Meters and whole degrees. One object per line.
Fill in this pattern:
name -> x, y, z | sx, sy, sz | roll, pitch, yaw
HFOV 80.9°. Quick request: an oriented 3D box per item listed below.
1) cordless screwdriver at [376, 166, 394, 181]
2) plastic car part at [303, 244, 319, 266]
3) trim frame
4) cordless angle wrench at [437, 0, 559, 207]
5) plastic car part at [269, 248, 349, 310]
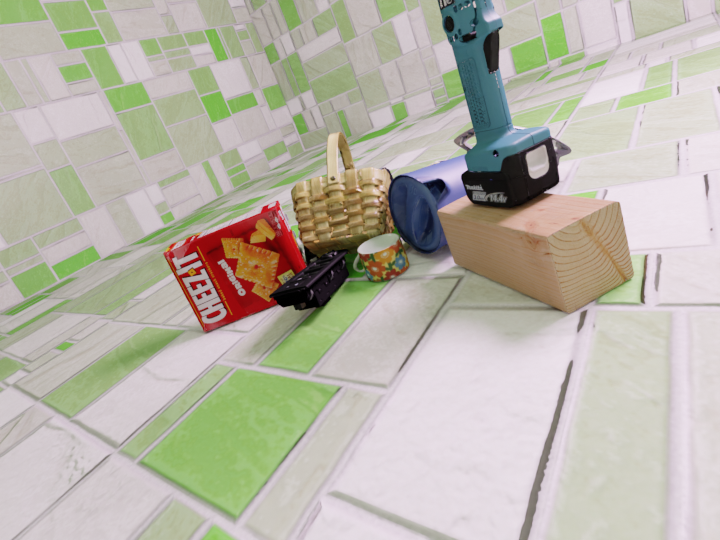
cordless screwdriver -> 0.012, -0.171, 1.041 | 0.167, 0.072, 0.246 | -4, 32, 41
plastic car part -> -0.088, -0.058, 0.902 | 0.071, 0.065, 0.119 | -7, 17, -2
trim frame -> 0.284, -0.234, 0.814 | 0.182, 0.027, 0.251 | 17, 2, -7
cordless angle wrench -> 0.120, -0.277, 0.465 | 0.073, 0.412, 0.102 | -26, 18, -17
plastic car part -> -0.063, 0.015, 0.679 | 0.068, 0.066, 0.201 | -24, 14, 26
